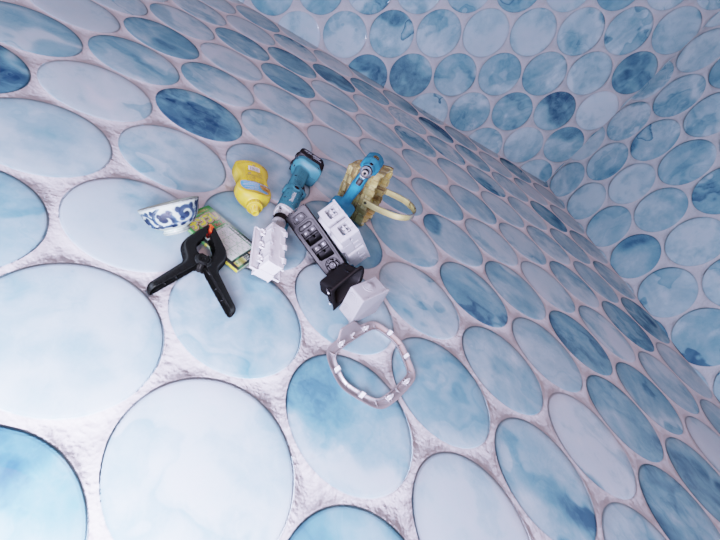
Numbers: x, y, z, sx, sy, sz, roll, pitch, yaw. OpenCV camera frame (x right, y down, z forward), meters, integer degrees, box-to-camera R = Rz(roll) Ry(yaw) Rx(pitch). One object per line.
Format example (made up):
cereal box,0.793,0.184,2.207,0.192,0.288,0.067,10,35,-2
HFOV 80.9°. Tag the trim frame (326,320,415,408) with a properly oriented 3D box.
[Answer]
trim frame,0.028,0.191,0.909,0.191,0.027,0.240,46,37,18

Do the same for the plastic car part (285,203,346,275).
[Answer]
plastic car part,-0.104,-0.068,1.061,0.204,0.067,0.066,55,8,2

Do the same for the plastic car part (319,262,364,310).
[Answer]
plastic car part,-0.052,0.025,0.996,0.075,0.063,0.115,24,50,29

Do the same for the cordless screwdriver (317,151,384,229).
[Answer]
cordless screwdriver,-0.029,-0.202,1.143,0.074,0.249,0.159,36,28,-5

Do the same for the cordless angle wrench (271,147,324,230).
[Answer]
cordless angle wrench,-0.189,-0.214,1.187,0.095,0.075,0.431,30,36,-15
